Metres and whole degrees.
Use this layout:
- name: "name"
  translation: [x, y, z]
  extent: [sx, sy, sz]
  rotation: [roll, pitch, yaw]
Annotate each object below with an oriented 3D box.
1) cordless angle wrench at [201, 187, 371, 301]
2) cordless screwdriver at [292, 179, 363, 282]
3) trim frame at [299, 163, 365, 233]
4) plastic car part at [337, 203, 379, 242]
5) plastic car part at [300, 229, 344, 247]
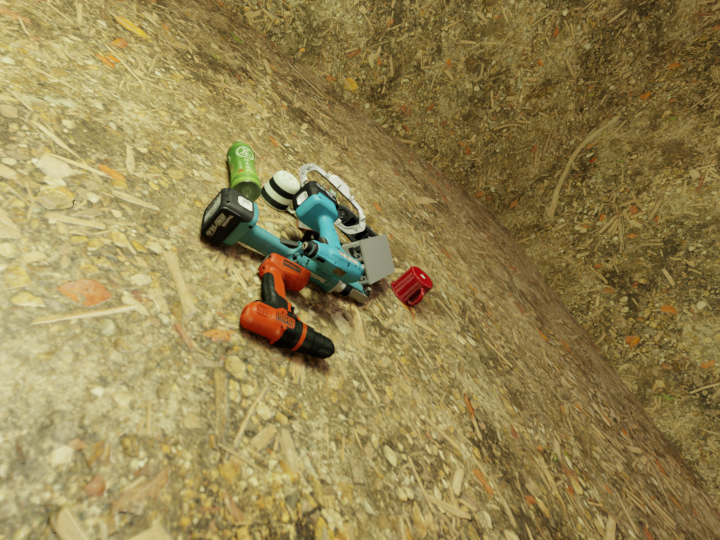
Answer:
- name: "cordless angle wrench"
  translation: [-0.134, -0.025, 0.899]
  extent: [0.402, 0.099, 0.077]
  rotation: [32, 28, -32]
- name: "cordless screwdriver"
  translation: [-0.089, -0.093, 0.900]
  extent: [0.150, 0.075, 0.261]
  rotation: [30, 28, -44]
- name: "trim frame"
  translation: [-0.073, -0.200, 1.166]
  extent: [0.242, 0.028, 0.186]
  rotation: [40, 35, -14]
- name: "plastic car part"
  translation: [-0.006, -0.118, 1.247]
  extent: [0.204, 0.067, 0.066]
  rotation: [44, 16, 2]
- name: "plastic car part"
  translation: [-0.102, -0.067, 1.041]
  extent: [0.075, 0.066, 0.110]
  rotation: [42, 18, 32]
